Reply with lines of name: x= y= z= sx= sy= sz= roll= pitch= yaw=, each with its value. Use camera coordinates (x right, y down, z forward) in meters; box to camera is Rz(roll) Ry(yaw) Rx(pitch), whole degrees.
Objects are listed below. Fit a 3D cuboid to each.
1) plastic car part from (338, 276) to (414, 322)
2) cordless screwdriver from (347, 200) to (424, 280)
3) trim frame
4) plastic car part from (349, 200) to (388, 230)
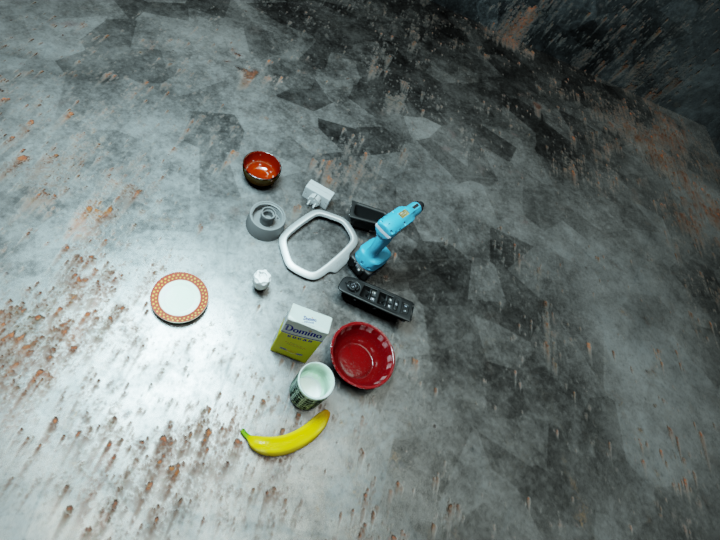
plastic car part: x=0.034 y=0.077 z=1.102 sx=0.202 sy=0.067 sz=0.067 roll=26 pitch=54 yaw=-1
cordless screwdriver: x=0.068 y=-0.081 z=1.106 sx=0.156 sy=0.248 sz=0.076 roll=-36 pitch=79 yaw=-35
trim frame: x=-0.115 y=-0.075 z=1.177 sx=0.188 sy=0.027 sz=0.245 roll=41 pitch=55 yaw=10
plastic car part: x=0.017 y=-0.148 z=1.243 sx=0.115 sy=0.070 sz=0.067 roll=18 pitch=55 yaw=-8
